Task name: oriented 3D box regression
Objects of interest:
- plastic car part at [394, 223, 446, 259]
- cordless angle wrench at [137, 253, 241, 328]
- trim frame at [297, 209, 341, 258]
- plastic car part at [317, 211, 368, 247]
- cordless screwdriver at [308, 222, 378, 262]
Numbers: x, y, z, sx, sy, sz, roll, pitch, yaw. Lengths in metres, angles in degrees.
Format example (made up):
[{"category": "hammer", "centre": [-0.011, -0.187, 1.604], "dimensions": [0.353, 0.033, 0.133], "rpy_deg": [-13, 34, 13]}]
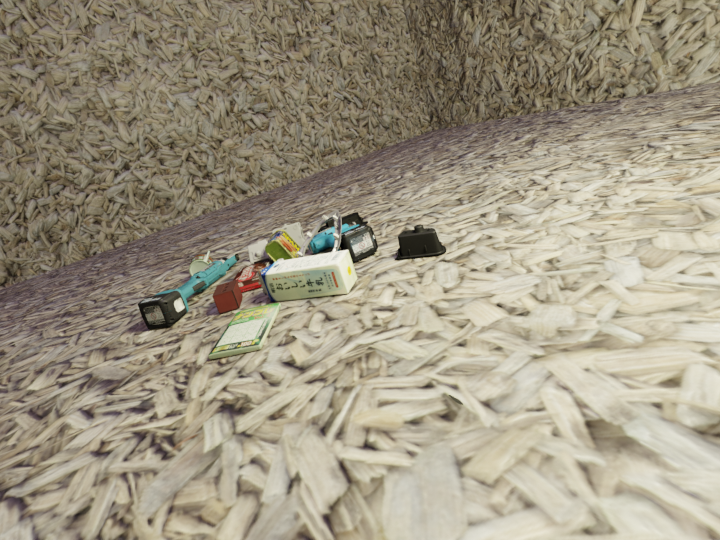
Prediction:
[{"category": "plastic car part", "centre": [0.135, -0.070, 0.976], "dimensions": [0.121, 0.069, 0.065], "rpy_deg": [-8, 21, 33]}, {"category": "cordless angle wrench", "centre": [-0.464, 0.032, 1.226], "dimensions": [0.100, 0.072, 0.422], "rpy_deg": [-12, 19, 17]}, {"category": "trim frame", "centre": [-0.107, -0.070, 1.099], "dimensions": [0.186, 0.026, 0.255], "rpy_deg": [-40, 26, 22]}, {"category": "plastic car part", "centre": [-0.072, -0.134, 1.338], "dimensions": [0.198, 0.066, 0.069], "rpy_deg": [-24, 12, -23]}, {"category": "cordless screwdriver", "centre": [-0.035, -0.091, 1.175], "dimensions": [0.156, 0.073, 0.260], "rpy_deg": [-27, 18, -22]}]
